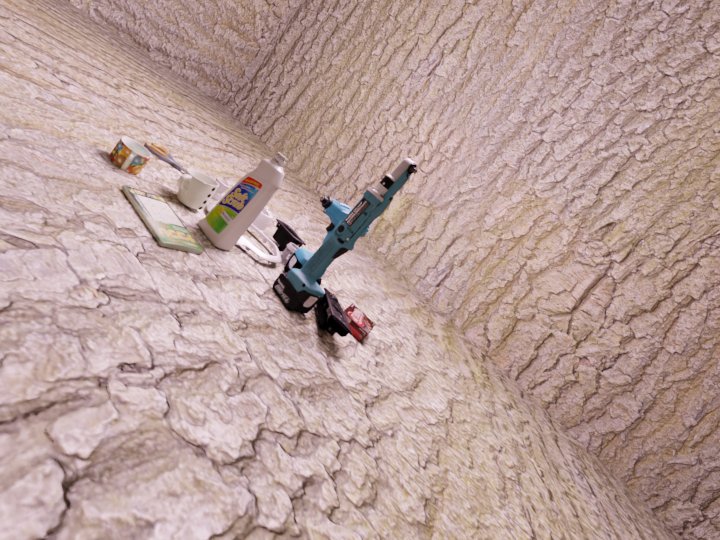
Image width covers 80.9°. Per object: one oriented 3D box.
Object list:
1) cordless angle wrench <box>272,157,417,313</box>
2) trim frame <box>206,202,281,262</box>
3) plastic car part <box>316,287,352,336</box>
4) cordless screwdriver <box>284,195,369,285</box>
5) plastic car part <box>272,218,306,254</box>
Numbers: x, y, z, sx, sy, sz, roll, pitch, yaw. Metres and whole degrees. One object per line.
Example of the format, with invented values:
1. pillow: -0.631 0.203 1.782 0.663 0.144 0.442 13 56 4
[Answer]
1. cordless angle wrench: -0.030 -0.083 0.951 0.103 0.424 0.070 50 13 34
2. trim frame: -0.308 -0.100 1.127 0.251 0.027 0.182 41 10 3
3. plastic car part: -0.071 0.105 1.017 0.064 0.067 0.208 38 11 -18
4. cordless screwdriver: -0.108 -0.071 1.105 0.151 0.249 0.078 35 13 -33
5. plastic car part: -0.224 -0.091 1.270 0.062 0.071 0.123 27 17 -52
